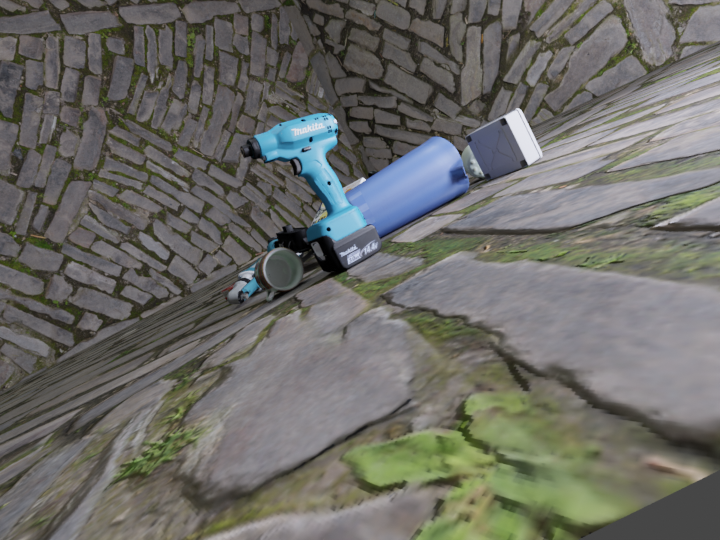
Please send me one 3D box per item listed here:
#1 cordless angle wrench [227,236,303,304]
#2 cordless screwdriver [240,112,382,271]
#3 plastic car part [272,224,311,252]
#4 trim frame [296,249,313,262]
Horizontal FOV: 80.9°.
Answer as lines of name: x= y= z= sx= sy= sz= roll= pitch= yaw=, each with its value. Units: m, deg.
cordless angle wrench: x=-0.232 y=-0.006 z=1.032 sx=0.099 sy=0.073 sz=0.424 roll=-8 pitch=16 yaw=8
cordless screwdriver: x=-0.076 y=-0.116 z=0.668 sx=0.155 sy=0.248 sz=0.076 roll=-23 pitch=3 yaw=-23
plastic car part: x=-0.150 y=-0.071 z=0.957 sx=0.064 sy=0.066 sz=0.211 roll=-14 pitch=13 yaw=-23
trim frame: x=-0.096 y=-0.063 z=0.987 sx=0.245 sy=0.027 sz=0.189 roll=-44 pitch=14 yaw=-27
